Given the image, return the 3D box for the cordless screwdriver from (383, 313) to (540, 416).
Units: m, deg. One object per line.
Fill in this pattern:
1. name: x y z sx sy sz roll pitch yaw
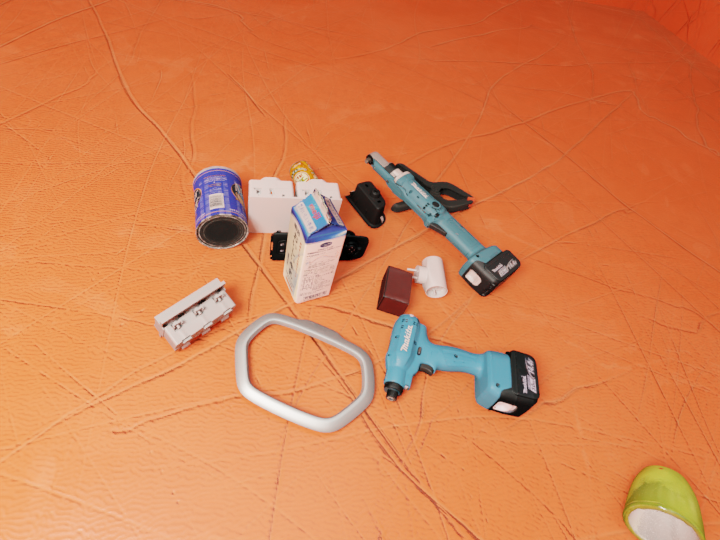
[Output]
1. cordless screwdriver: 0.165 0.182 0.723 0.253 0.072 0.160 17 50 8

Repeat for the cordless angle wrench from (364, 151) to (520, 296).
1. cordless angle wrench: 0.160 -0.130 0.952 0.096 0.073 0.439 -30 66 -27

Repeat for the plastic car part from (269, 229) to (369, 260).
1. plastic car part: -0.086 -0.056 0.880 0.200 0.065 0.069 2 26 -8

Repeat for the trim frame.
1. trim frame: -0.095 0.163 0.715 0.252 0.027 0.185 19 51 7

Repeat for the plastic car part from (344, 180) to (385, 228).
1. plastic car part: 0.024 -0.163 0.977 0.064 0.069 0.122 -18 55 -25
